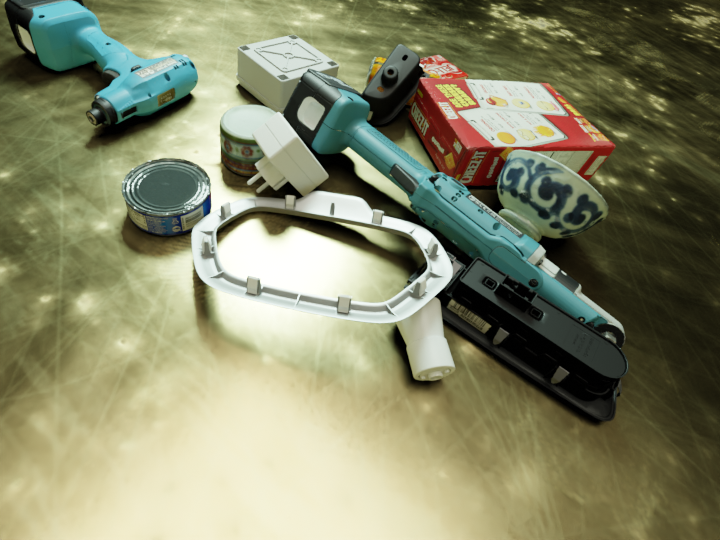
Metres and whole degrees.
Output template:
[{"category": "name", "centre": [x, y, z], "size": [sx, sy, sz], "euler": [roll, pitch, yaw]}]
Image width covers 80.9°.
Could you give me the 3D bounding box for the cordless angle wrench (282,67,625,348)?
[{"category": "cordless angle wrench", "centre": [0.087, -0.074, 0.460], "size": [0.438, 0.074, 0.094], "euler": [43, 28, 18]}]

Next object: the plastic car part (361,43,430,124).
[{"category": "plastic car part", "centre": [0.042, -0.261, 0.583], "size": [0.067, 0.070, 0.116], "euler": [37, 83, 4]}]

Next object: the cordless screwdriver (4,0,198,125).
[{"category": "cordless screwdriver", "centre": [-0.358, -0.277, 0.554], "size": [0.254, 0.073, 0.158], "euler": [31, 51, 10]}]

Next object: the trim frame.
[{"category": "trim frame", "centre": [-0.039, -0.026, 0.400], "size": [0.253, 0.027, 0.186], "euler": [9, 35, 8]}]

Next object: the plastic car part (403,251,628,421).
[{"category": "plastic car part", "centre": [0.146, 0.045, 0.386], "size": [0.210, 0.066, 0.065], "euler": [38, 46, 17]}]
